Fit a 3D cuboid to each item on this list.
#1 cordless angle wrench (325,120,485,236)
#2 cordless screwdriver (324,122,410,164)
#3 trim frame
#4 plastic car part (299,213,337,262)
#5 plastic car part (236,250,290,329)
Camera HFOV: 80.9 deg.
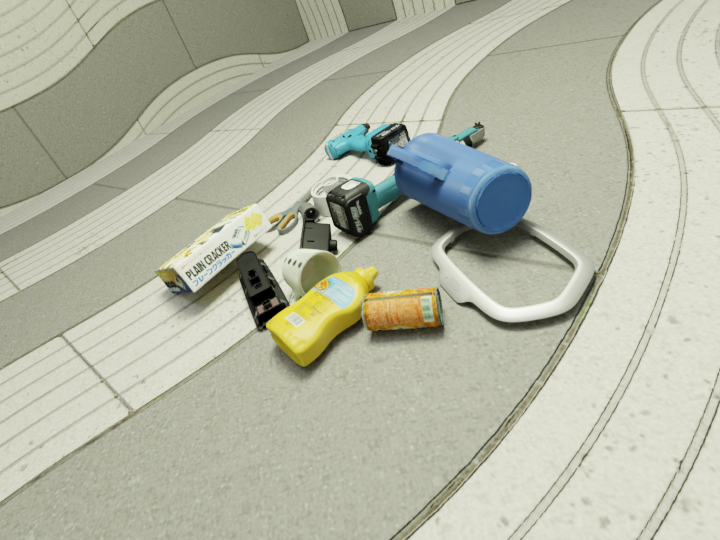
[{"bbox_3d":[0.119,-0.211,0.891,0.416,0.094,0.079,-34,36,-22],"label":"cordless angle wrench"},{"bbox_3d":[0.031,-0.350,1.125,0.157,0.071,0.263,-40,35,-23],"label":"cordless screwdriver"},{"bbox_3d":[0.210,-0.011,0.624,0.183,0.026,0.261,-25,37,-5],"label":"trim frame"},{"bbox_3d":[-0.080,-0.052,0.816,0.071,0.064,0.120,-5,39,0],"label":"plastic car part"},{"bbox_3d":[-0.191,0.023,0.776,0.066,0.064,0.213,-34,34,-6],"label":"plastic car part"}]
